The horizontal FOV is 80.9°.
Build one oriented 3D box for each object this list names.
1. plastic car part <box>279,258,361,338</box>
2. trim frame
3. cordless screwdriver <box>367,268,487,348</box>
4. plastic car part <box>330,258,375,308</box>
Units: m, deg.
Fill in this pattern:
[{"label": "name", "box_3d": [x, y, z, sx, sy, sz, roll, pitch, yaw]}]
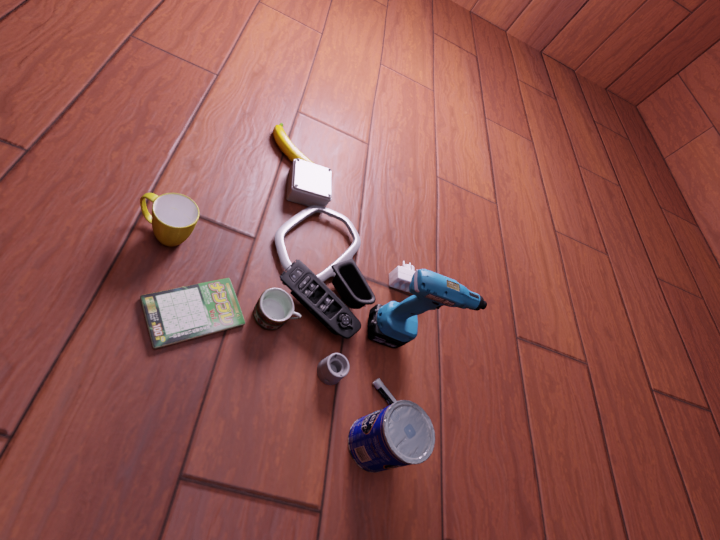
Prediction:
[{"label": "plastic car part", "box_3d": [-0.090, 0.073, 0.912, 0.204, 0.067, 0.065, 41, 49, 3]}, {"label": "trim frame", "box_3d": [-0.101, -0.066, 1.028, 0.186, 0.027, 0.245, 43, 50, 5]}, {"label": "cordless screwdriver", "box_3d": [0.129, 0.090, 0.893, 0.155, 0.250, 0.076, 22, 53, -17]}, {"label": "plastic car part", "box_3d": [-0.025, 0.042, 0.964, 0.064, 0.071, 0.120, -18, 69, -36]}]
